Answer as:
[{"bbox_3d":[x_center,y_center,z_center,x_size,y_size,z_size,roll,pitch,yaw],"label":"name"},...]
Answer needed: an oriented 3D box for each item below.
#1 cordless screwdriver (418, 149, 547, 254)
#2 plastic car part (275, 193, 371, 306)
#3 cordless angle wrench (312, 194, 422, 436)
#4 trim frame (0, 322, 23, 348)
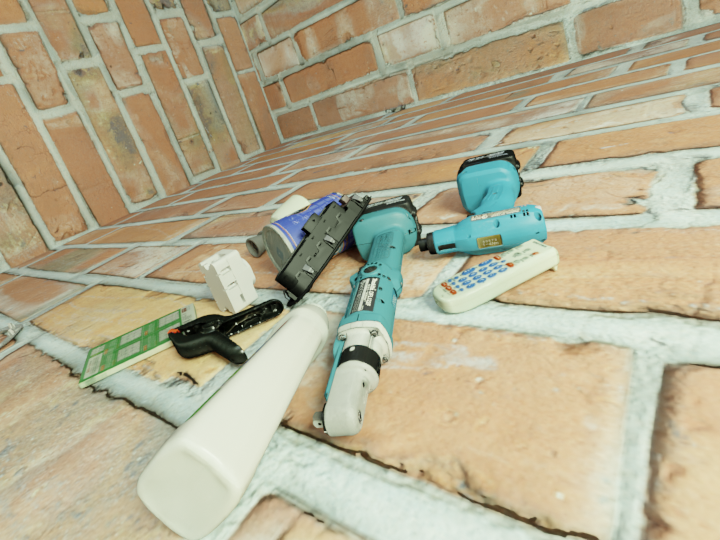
[{"bbox_3d":[0.177,-0.100,0.644,0.164,0.072,0.250,-11,29,21],"label":"cordless screwdriver"},{"bbox_3d":[-0.061,-0.040,0.626,0.069,0.064,0.203,-6,52,61],"label":"plastic car part"},{"bbox_3d":[0.018,0.021,0.515,0.100,0.072,0.427,-13,27,17],"label":"cordless angle wrench"},{"bbox_3d":[-0.863,0.186,0.911,0.193,0.027,0.244,3,34,44],"label":"trim frame"}]
